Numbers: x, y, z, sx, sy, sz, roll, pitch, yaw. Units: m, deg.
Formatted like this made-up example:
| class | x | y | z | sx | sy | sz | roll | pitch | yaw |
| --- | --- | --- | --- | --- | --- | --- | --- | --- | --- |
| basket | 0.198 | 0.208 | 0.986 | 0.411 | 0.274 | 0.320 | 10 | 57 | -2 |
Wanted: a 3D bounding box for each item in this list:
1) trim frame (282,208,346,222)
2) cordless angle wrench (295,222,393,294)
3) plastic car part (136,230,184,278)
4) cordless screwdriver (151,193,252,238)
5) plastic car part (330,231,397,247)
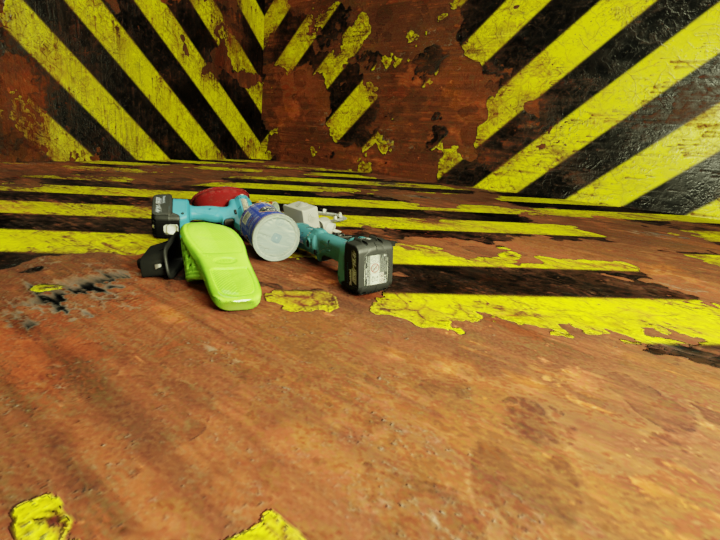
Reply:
| class | x | y | z | sx | sy | sz | roll | pitch | yaw |
| --- | --- | --- | --- | --- | --- | --- | --- | --- | --- |
| trim frame | -0.158 | -0.169 | 1.322 | 0.238 | 0.027 | 0.195 | -10 | 24 | -42 |
| cordless angle wrench | -0.088 | -0.058 | 0.901 | 0.072 | 0.096 | 0.445 | -9 | 19 | -30 |
| plastic car part | -0.375 | -0.021 | 0.786 | 0.071 | 0.064 | 0.119 | -12 | 22 | -1 |
| cordless screwdriver | -0.375 | -0.120 | 1.029 | 0.241 | 0.073 | 0.167 | -5 | 45 | -23 |
| plastic car part | -0.010 | -0.049 | 0.915 | 0.064 | 0.066 | 0.214 | -16 | 22 | -33 |
